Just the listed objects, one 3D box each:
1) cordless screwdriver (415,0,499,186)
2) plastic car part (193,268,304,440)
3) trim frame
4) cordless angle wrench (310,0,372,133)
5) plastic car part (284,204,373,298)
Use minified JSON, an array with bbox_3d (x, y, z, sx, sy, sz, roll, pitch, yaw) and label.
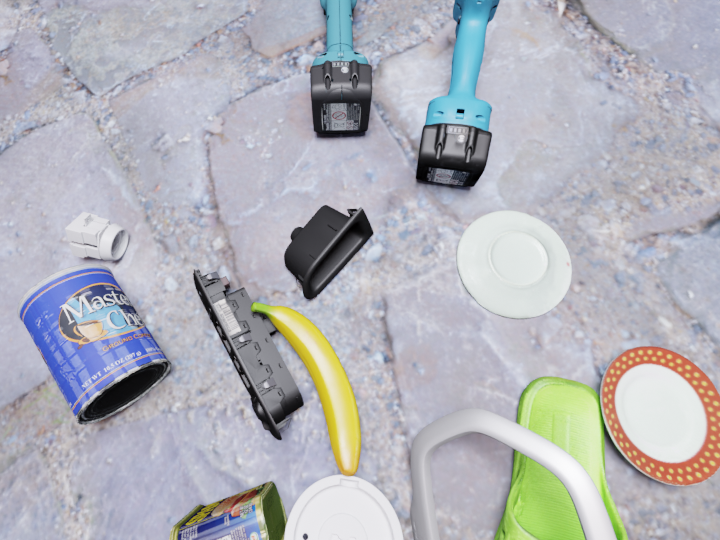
[{"bbox_3d":[0.125,-0.230,0.523,0.076,0.156,0.249,10,90,7],"label":"cordless screwdriver"},{"bbox_3d":[-0.124,0.087,0.476,0.065,0.066,0.209,-19,69,-30],"label":"plastic car part"},{"bbox_3d":[0.123,0.250,0.363,0.190,0.026,0.253,-20,72,35],"label":"trim frame"},{"bbox_3d":[-0.031,-0.393,0.599,0.074,0.096,0.432,-1,69,-2],"label":"cordless angle wrench"},{"bbox_3d":[-0.050,-0.032,0.507,0.116,0.063,0.074,-46,62,-6],"label":"plastic car part"}]
